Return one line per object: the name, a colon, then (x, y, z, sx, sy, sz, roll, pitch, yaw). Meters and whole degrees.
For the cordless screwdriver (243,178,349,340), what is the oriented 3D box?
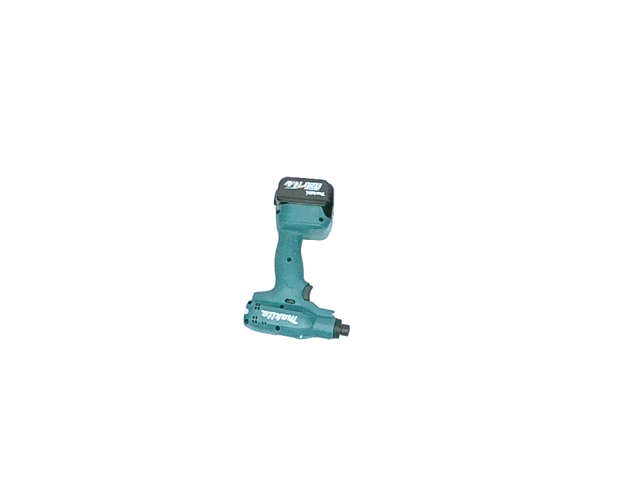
cordless screwdriver: (-0.018, 0.031, 0.669, 0.159, 0.248, 0.074, 10, -16, 3)
